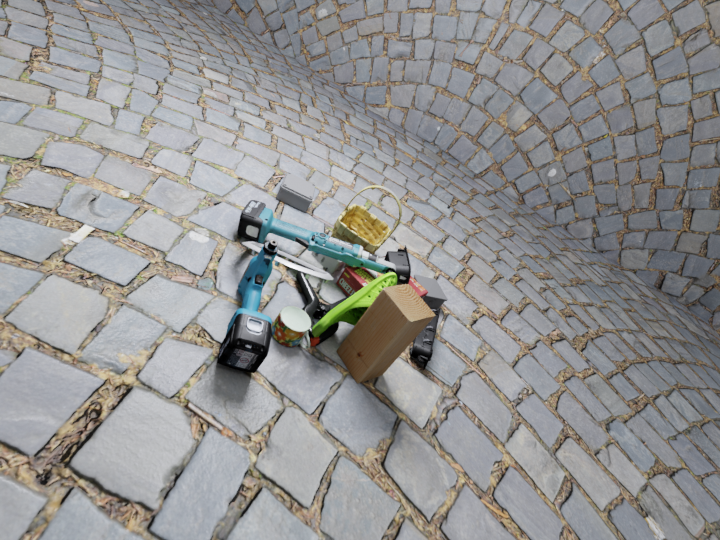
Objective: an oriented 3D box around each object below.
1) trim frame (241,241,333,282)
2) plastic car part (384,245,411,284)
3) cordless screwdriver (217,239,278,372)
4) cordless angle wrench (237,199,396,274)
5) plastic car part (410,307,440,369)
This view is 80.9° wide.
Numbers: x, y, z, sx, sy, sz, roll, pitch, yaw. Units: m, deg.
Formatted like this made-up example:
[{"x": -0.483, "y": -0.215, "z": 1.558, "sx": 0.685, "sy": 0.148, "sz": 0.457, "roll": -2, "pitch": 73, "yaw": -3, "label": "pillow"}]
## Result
[{"x": -0.176, "y": -0.022, "z": 1.009, "sx": 0.261, "sy": 0.027, "sz": 0.175, "roll": 22, "pitch": 4, "yaw": 30, "label": "trim frame"}, {"x": 0.094, "y": -0.013, "z": 1.156, "sx": 0.070, "sy": 0.064, "sz": 0.120, "roll": 8, "pitch": 37, "yaw": -6, "label": "plastic car part"}, {"x": -0.208, "y": 0.061, "z": 0.832, "sx": 0.072, "sy": 0.159, "sz": 0.257, "roll": 21, "pitch": 35, "yaw": -21, "label": "cordless screwdriver"}, {"x": -0.108, "y": -0.071, "z": 1.105, "sx": 0.424, "sy": 0.073, "sz": 0.099, "roll": 19, "pitch": 35, "yaw": 1, "label": "cordless angle wrench"}, {"x": 0.165, "y": 0.167, "z": 1.090, "sx": 0.067, "sy": 0.065, "sz": 0.204, "roll": 22, "pitch": 32, "yaw": 1, "label": "plastic car part"}]
